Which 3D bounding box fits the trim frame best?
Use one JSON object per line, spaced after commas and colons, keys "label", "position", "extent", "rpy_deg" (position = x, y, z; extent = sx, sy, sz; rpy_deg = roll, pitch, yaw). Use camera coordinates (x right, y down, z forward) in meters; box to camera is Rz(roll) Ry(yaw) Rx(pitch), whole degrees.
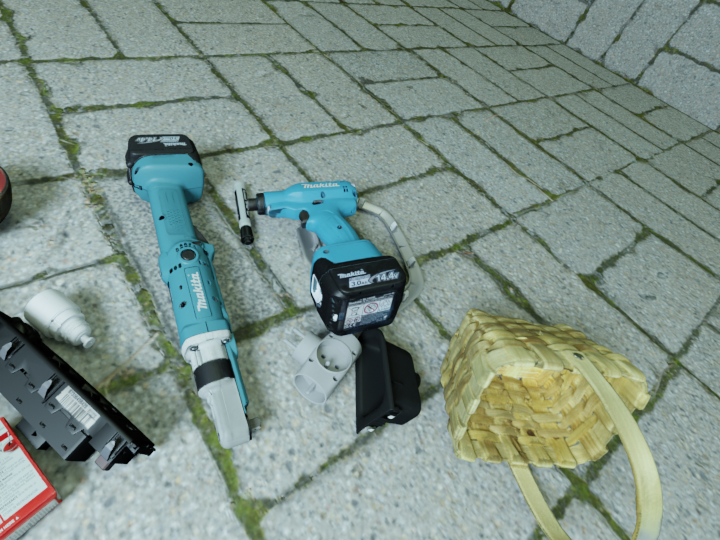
{"label": "trim frame", "position": [-0.005, -0.037, 0.634], "extent": [0.178, 0.027, 0.259], "rpy_deg": [-4, 51, -21]}

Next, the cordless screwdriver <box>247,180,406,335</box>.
{"label": "cordless screwdriver", "position": [-0.053, -0.035, 0.544], "extent": [0.155, 0.072, 0.261], "rpy_deg": [-7, 42, -17]}

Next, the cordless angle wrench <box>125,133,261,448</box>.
{"label": "cordless angle wrench", "position": [-0.206, -0.004, 0.506], "extent": [0.095, 0.073, 0.442], "rpy_deg": [-10, 55, -28]}

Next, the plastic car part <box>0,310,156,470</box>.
{"label": "plastic car part", "position": [-0.279, 0.111, 0.383], "extent": [0.209, 0.065, 0.067], "rpy_deg": [38, 73, 15]}

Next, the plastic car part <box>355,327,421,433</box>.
{"label": "plastic car part", "position": [0.036, 0.124, 0.481], "extent": [0.068, 0.066, 0.120], "rpy_deg": [25, 39, -20]}
